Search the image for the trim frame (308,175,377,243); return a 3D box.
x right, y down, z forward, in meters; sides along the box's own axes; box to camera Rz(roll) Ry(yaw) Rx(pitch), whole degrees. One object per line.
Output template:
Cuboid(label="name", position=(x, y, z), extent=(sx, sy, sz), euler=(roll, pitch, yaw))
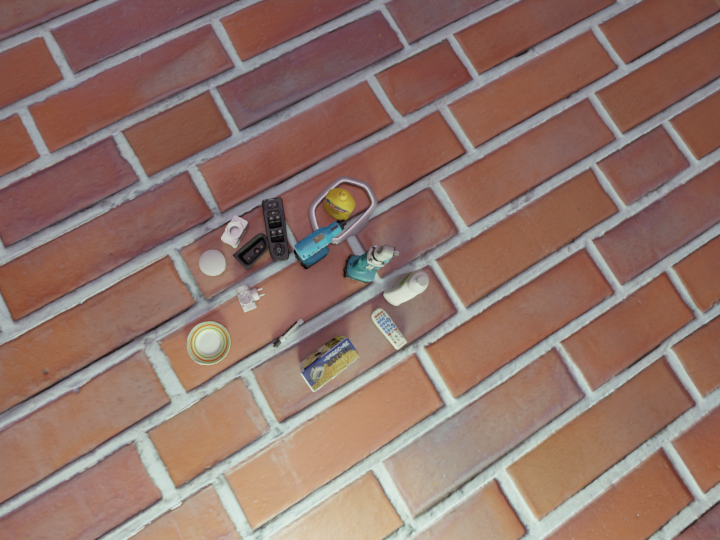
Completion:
Cuboid(label="trim frame", position=(-0.059, -0.201, 1.401), extent=(0.185, 0.027, 0.247), euler=(44, 80, 4))

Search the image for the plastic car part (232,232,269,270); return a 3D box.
Cuboid(label="plastic car part", position=(-0.335, -0.060, 1.334), extent=(0.116, 0.071, 0.066), euler=(-44, 89, -10))

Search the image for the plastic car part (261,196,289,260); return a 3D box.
Cuboid(label="plastic car part", position=(-0.270, -0.127, 1.352), extent=(0.066, 0.067, 0.205), euler=(-9, 81, -8))

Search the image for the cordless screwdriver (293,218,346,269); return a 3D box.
Cuboid(label="cordless screwdriver", position=(-0.124, -0.081, 1.263), extent=(0.158, 0.249, 0.075), euler=(-35, 90, -11))

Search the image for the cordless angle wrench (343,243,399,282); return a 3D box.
Cuboid(label="cordless angle wrench", position=(0.027, -0.025, 1.177), extent=(0.097, 0.424, 0.075), euler=(17, 81, -7))
